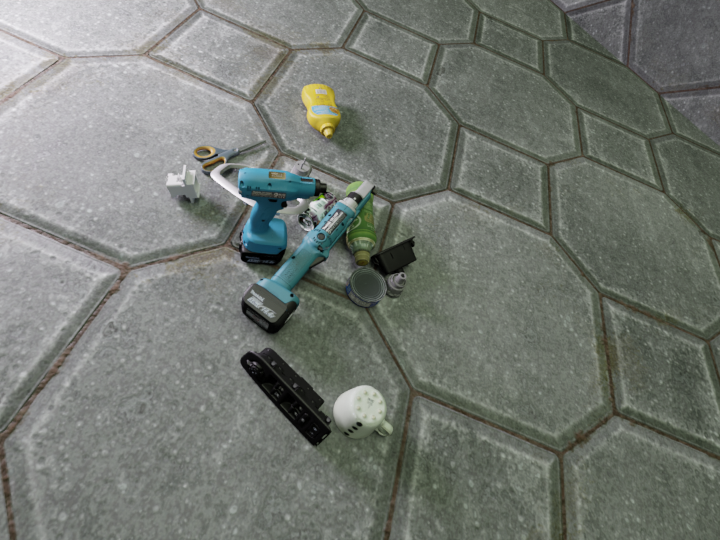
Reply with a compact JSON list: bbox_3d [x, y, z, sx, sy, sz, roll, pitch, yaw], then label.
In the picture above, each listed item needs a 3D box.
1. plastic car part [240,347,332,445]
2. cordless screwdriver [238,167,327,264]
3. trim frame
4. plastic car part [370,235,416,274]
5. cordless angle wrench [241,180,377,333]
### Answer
[{"bbox_3d":[-0.128,0.210,0.755,0.207,0.066,0.066,39,44,9],"label":"plastic car part"},{"bbox_3d":[-0.164,-0.104,0.839,0.156,0.246,0.077,4,58,-14],"label":"cordless screwdriver"},{"bbox_3d":[-0.230,-0.188,0.970,0.260,0.027,0.178,32,31,23],"label":"trim frame"},{"bbox_3d":[0.084,-0.024,0.991,0.114,0.067,0.072,-28,86,-29],"label":"plastic car part"},{"bbox_3d":[-0.088,-0.058,0.904,0.099,0.074,0.421,35,62,4],"label":"cordless angle wrench"}]
